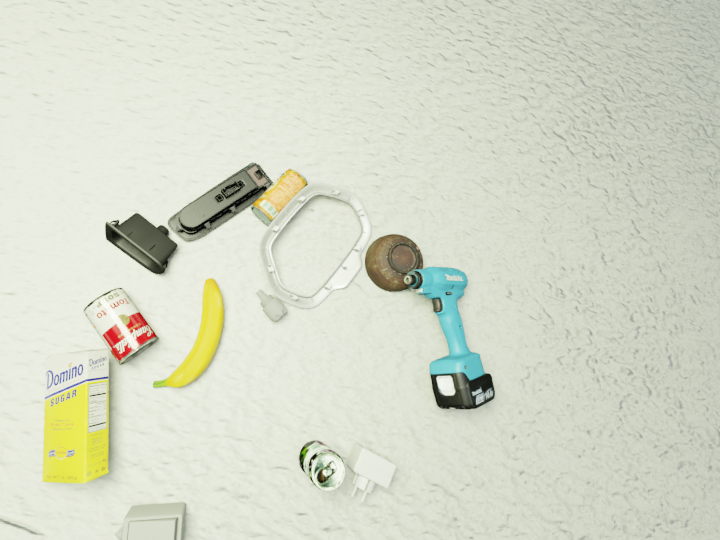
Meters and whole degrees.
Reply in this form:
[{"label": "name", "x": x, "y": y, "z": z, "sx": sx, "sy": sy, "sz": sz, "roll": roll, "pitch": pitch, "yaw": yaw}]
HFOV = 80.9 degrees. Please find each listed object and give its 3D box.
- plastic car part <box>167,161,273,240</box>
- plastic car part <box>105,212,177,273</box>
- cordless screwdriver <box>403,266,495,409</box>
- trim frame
[{"label": "plastic car part", "x": -0.247, "y": -0.125, "z": 0.757, "sx": 0.201, "sy": 0.069, "sz": 0.065, "roll": -39, "pitch": 99, "yaw": -16}, {"label": "plastic car part", "x": -0.361, "y": -0.052, "z": 0.715, "sx": 0.115, "sy": 0.067, "sz": 0.071, "roll": 35, "pitch": 57, "yaw": -8}, {"label": "cordless screwdriver", "x": 0.150, "y": 0.115, "z": 0.752, "sx": 0.151, "sy": 0.077, "sz": 0.253, "roll": 4, "pitch": 72, "yaw": -42}, {"label": "trim frame", "x": -0.076, "y": -0.050, "z": 0.776, "sx": 0.178, "sy": 0.028, "sz": 0.247, "roll": 44, "pitch": 68, "yaw": -17}]
